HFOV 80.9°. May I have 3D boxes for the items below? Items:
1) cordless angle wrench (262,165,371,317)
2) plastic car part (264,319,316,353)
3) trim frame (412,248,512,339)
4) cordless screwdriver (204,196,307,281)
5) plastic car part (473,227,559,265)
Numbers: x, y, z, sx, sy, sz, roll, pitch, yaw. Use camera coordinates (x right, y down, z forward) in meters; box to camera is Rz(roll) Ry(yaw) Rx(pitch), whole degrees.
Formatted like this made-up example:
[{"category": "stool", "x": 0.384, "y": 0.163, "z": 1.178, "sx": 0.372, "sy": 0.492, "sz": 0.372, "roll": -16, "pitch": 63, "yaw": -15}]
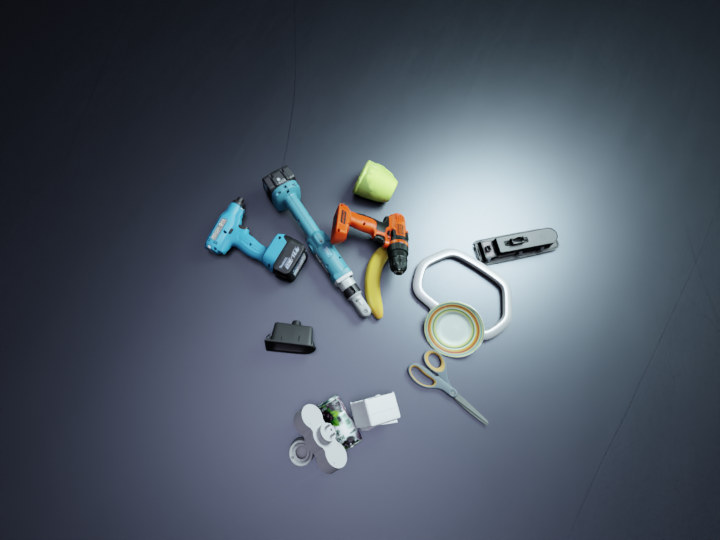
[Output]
[{"category": "cordless angle wrench", "x": -0.101, "y": -0.066, "z": 1.037, "sx": 0.073, "sy": 0.096, "sz": 0.433, "roll": -31, "pitch": 76, "yaw": -14}, {"category": "plastic car part", "x": -0.160, "y": 0.151, "z": 0.982, "sx": 0.116, "sy": 0.064, "sz": 0.073, "roll": 3, "pitch": 58, "yaw": -2}, {"category": "trim frame", "x": 0.245, "y": 0.054, "z": 1.014, "sx": 0.254, "sy": 0.027, "sz": 0.184, "roll": 34, "pitch": 75, "yaw": 11}, {"category": "cordless screwdriver", "x": -0.250, "y": -0.081, "z": 1.055, "sx": 0.255, "sy": 0.072, "sz": 0.160, "roll": 21, "pitch": 73, "yaw": 12}, {"category": "plastic car part", "x": 0.390, "y": -0.069, "z": 1.035, "sx": 0.202, "sy": 0.065, "sz": 0.068, "roll": -10, "pitch": 66, "yaw": -5}]
